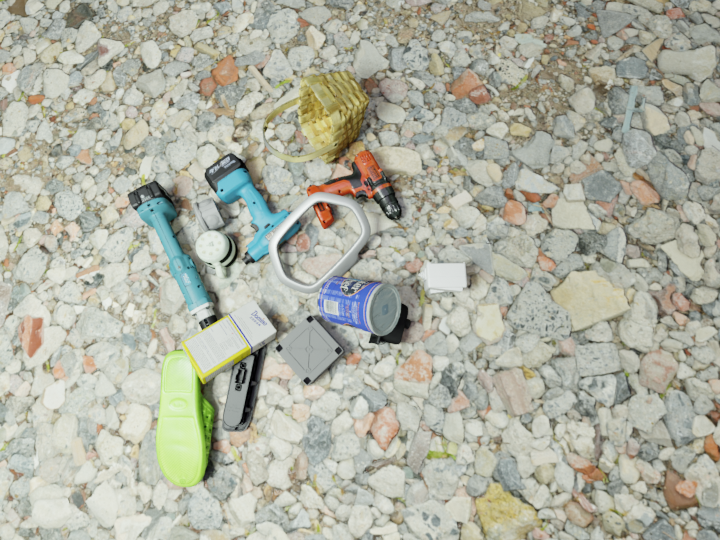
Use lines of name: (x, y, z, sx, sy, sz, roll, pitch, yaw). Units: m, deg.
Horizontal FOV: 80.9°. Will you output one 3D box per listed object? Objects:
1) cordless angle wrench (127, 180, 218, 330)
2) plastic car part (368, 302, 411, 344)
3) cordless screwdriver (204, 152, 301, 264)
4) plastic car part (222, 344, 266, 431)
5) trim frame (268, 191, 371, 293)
cordless angle wrench: (-0.406, -0.006, 0.967, 0.074, 0.096, 0.432, -28, 78, -7)
plastic car part: (0.070, 0.112, 0.908, 0.070, 0.066, 0.117, 23, 75, -7)
cordless screwdriver: (-0.275, -0.144, 0.997, 0.159, 0.073, 0.254, -41, 80, -6)
plastic car part: (-0.252, 0.243, 0.902, 0.066, 0.067, 0.204, 10, 79, -3)
trim frame: (-0.093, -0.061, 0.946, 0.182, 0.028, 0.249, 43, 95, -5)
